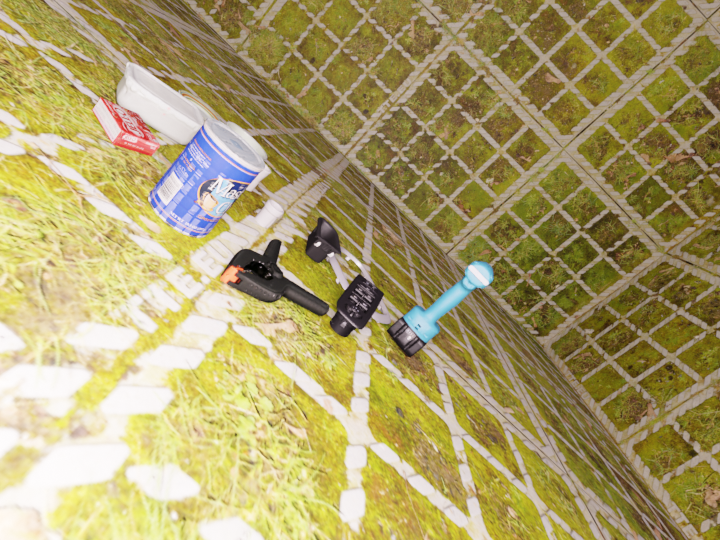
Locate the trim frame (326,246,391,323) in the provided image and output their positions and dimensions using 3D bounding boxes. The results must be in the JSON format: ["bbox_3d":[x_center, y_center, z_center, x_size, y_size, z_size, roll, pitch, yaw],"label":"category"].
[{"bbox_3d":[-0.008,0.025,0.967,0.174,0.028,0.261,31,20,-41],"label":"trim frame"}]

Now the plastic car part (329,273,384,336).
[{"bbox_3d":[-0.013,0.066,0.770,0.066,0.067,0.201,45,15,-1],"label":"plastic car part"}]

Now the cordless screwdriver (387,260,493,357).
[{"bbox_3d":[0.178,0.072,0.899,0.076,0.250,0.154,50,16,12],"label":"cordless screwdriver"}]

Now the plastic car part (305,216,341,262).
[{"bbox_3d":[-0.088,-0.057,0.895,0.063,0.071,0.120,39,16,-22],"label":"plastic car part"}]
